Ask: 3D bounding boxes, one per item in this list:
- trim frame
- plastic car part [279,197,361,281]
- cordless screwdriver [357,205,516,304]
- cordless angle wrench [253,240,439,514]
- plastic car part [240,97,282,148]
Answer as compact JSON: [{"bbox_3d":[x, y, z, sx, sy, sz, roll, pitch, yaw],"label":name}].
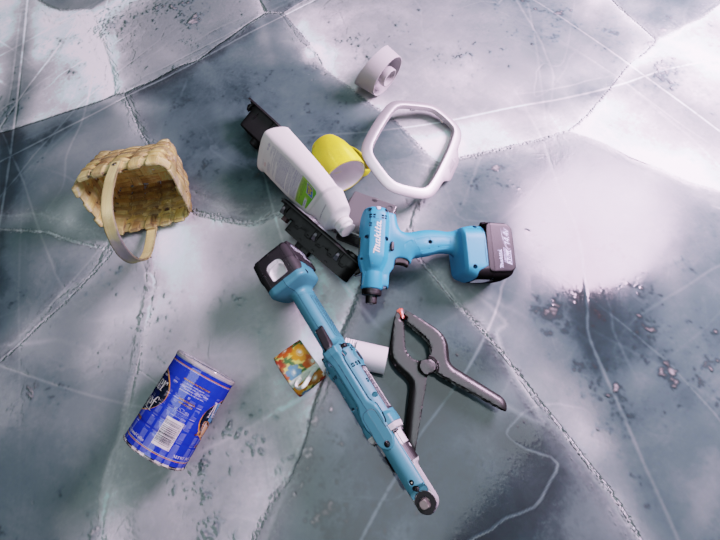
[{"bbox_3d":[0.105,-0.240,0.821,0.185,0.027,0.249,26,61,3],"label":"trim frame"},{"bbox_3d":[-0.074,-0.048,0.758,0.210,0.064,0.067,36,84,18],"label":"plastic car part"},{"bbox_3d":[0.119,-0.015,0.698,0.247,0.074,0.161,5,76,-3],"label":"cordless screwdriver"},{"bbox_3d":[-0.025,0.138,0.623,0.074,0.093,0.442,-39,63,5],"label":"cordless angle wrench"},{"bbox_3d":[-0.204,-0.288,0.878,0.071,0.064,0.120,-43,74,2],"label":"plastic car part"}]
